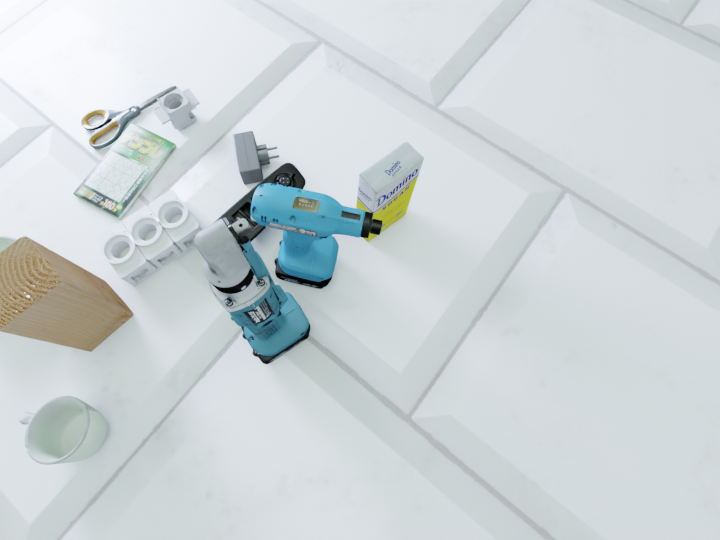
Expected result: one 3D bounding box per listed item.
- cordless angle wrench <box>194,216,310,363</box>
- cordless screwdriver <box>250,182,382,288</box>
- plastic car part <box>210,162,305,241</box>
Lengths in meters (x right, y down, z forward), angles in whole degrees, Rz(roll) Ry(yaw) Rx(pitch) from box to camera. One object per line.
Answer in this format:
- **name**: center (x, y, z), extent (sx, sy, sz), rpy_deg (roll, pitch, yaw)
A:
- **cordless angle wrench**: center (-0.119, 0.039, 0.491), extent (0.097, 0.415, 0.076), rpy_deg (-32, 78, -13)
- **cordless screwdriver**: center (-0.059, -0.039, 0.608), extent (0.160, 0.244, 0.075), rpy_deg (13, 72, 2)
- **plastic car part**: center (-0.172, -0.100, 0.728), extent (0.068, 0.066, 0.202), rpy_deg (39, 75, 11)
